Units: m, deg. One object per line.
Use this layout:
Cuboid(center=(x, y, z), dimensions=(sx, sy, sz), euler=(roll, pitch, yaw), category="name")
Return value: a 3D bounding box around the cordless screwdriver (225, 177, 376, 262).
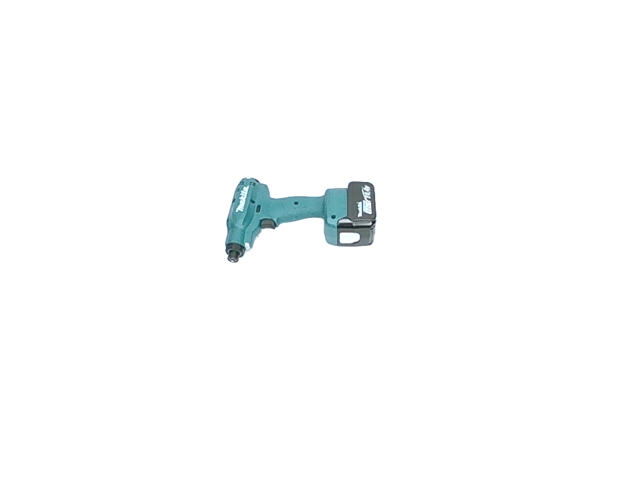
Cuboid(center=(-0.033, -0.028, 0.708), dimensions=(0.249, 0.158, 0.074), euler=(3, -33, 6), category="cordless screwdriver")
